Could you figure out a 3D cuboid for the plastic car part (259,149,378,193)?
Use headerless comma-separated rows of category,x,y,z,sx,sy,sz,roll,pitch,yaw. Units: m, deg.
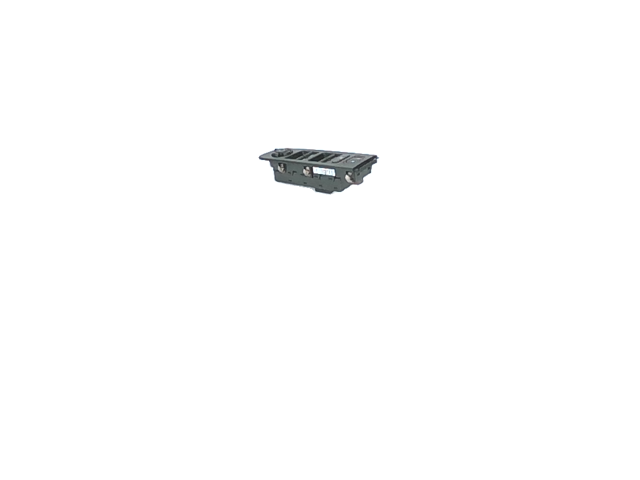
plastic car part,-0.009,-0.113,0.673,0.204,0.067,0.066,17,45,35
